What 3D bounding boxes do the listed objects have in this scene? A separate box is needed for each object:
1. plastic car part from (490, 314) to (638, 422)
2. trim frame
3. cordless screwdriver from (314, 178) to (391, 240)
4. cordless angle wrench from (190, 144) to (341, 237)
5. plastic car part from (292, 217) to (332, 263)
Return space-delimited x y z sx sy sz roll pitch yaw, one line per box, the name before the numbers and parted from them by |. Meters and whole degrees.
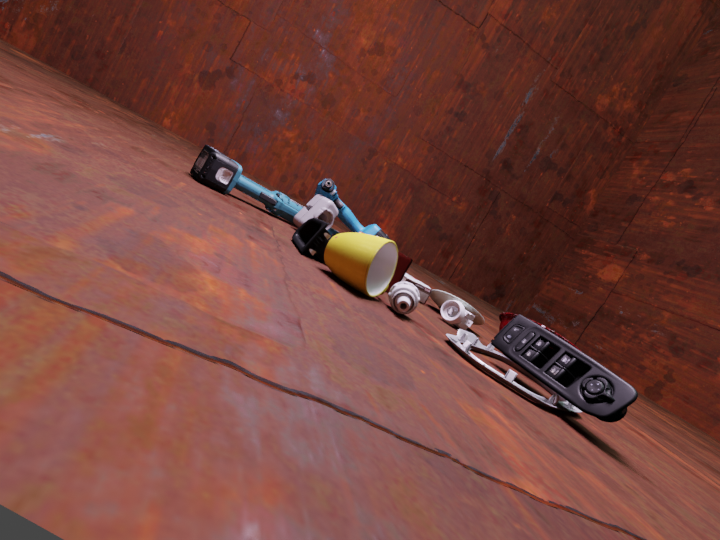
plastic car part | 0.273 0.139 0.580 0.065 0.066 0.211 55 -6 -23
trim frame | 0.229 0.148 0.637 0.235 0.027 0.195 21 9 -42
cordless screwdriver | -0.020 -0.126 1.057 0.249 0.074 0.160 48 -7 0
cordless angle wrench | -0.198 -0.160 1.017 0.400 0.074 0.103 27 6 -38
plastic car part | -0.073 -0.048 0.748 0.069 0.066 0.120 43 -2 -20
